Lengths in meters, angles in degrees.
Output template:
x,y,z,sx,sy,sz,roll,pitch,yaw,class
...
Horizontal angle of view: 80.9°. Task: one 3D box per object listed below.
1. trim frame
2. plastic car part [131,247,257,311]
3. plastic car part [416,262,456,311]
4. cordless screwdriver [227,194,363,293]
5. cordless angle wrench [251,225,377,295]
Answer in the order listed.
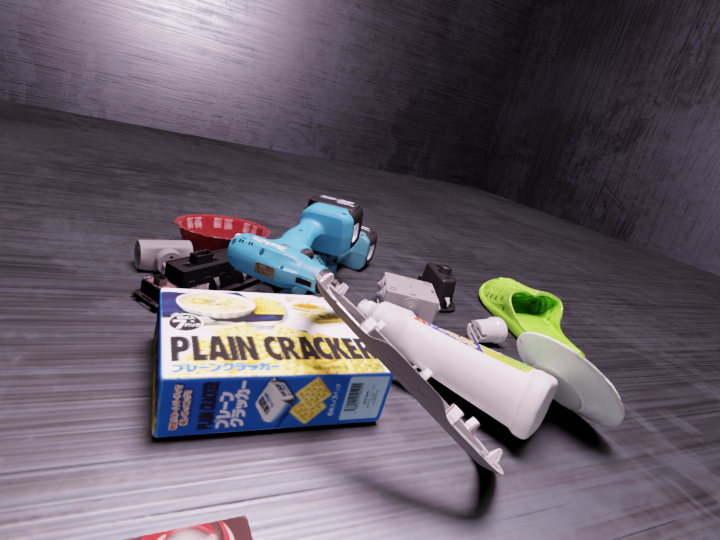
x,y,z,sx,sy,sz,roll,pitch,yaw,class
0.042,0.088,0.411,0.254,0.027,0.180,47,1,10,trim frame
-0.220,0.001,0.611,0.069,0.066,0.196,16,15,27,plastic car part
0.145,0.022,0.775,0.065,0.070,0.119,10,16,-9,plastic car part
-0.062,-0.041,0.634,0.165,0.073,0.244,18,28,19,cordless screwdriver
-0.079,-0.005,0.709,0.101,0.073,0.415,19,22,15,cordless angle wrench
